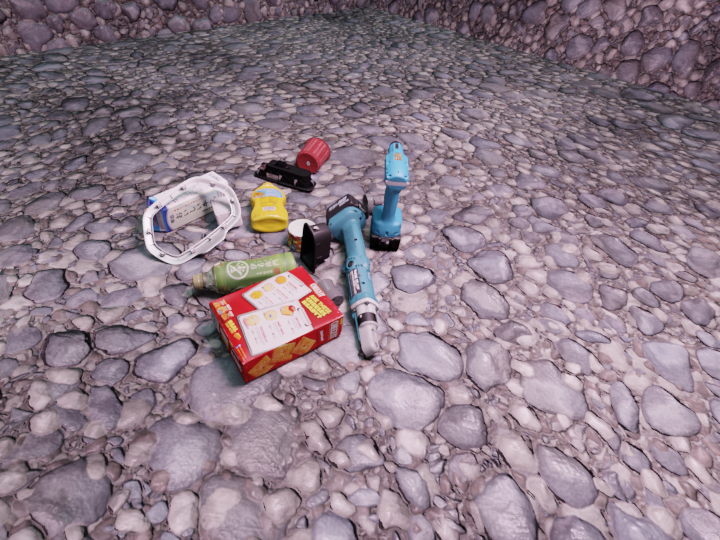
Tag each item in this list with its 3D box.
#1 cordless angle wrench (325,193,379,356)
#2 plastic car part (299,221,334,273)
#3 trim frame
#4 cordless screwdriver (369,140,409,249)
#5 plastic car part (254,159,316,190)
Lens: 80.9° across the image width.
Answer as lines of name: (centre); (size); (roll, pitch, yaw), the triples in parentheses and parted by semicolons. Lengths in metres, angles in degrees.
cordless angle wrench: (-0.008, -0.002, 0.947); (0.099, 0.070, 0.439); (-34, 43, 23)
plastic car part: (-0.097, -0.063, 0.988); (0.068, 0.114, 0.070); (-18, 47, -33)
trim frame: (-0.411, -0.126, 1.031); (0.246, 0.027, 0.186); (-41, 84, -18)
cordless screwdriver: (0.071, -0.178, 1.023); (0.074, 0.242, 0.163); (5, 47, -2)
plastic car part: (-0.223, -0.295, 1.281); (0.210, 0.065, 0.065); (24, 38, 18)
